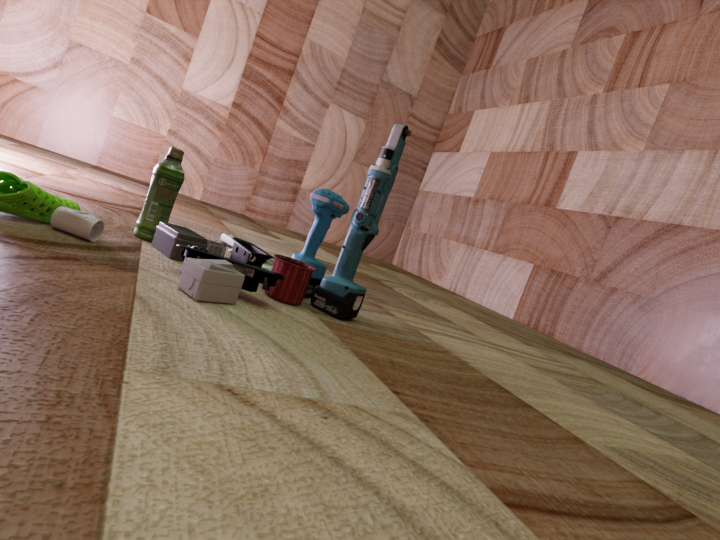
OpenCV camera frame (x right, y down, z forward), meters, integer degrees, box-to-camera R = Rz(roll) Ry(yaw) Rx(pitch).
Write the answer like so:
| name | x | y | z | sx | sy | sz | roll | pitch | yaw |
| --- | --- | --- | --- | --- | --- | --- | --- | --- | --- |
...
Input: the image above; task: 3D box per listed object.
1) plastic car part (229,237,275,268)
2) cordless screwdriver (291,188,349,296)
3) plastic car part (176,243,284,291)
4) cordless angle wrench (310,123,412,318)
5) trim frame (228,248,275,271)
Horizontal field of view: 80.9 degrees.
| name | x | y | z | sx | sy | sz | roll | pitch | yaw |
| --- | --- | --- | --- | --- | --- | --- | --- | --- | --- |
| plastic car part | -0.262 | -0.026 | 0.971 | 0.062 | 0.071 | 0.123 | 16 | 6 | -45 |
| cordless screwdriver | -0.098 | -0.064 | 1.000 | 0.077 | 0.248 | 0.153 | 22 | 4 | 21 |
| plastic car part | -0.248 | 0.000 | 0.782 | 0.207 | 0.067 | 0.065 | 21 | 5 | 10 |
| cordless angle wrench | 0.012 | -0.107 | 0.896 | 0.103 | 0.422 | 0.071 | 22 | 4 | 28 |
| trim frame | -0.244 | -0.014 | 1.150 | 0.235 | 0.027 | 0.195 | 16 | 7 | -38 |
